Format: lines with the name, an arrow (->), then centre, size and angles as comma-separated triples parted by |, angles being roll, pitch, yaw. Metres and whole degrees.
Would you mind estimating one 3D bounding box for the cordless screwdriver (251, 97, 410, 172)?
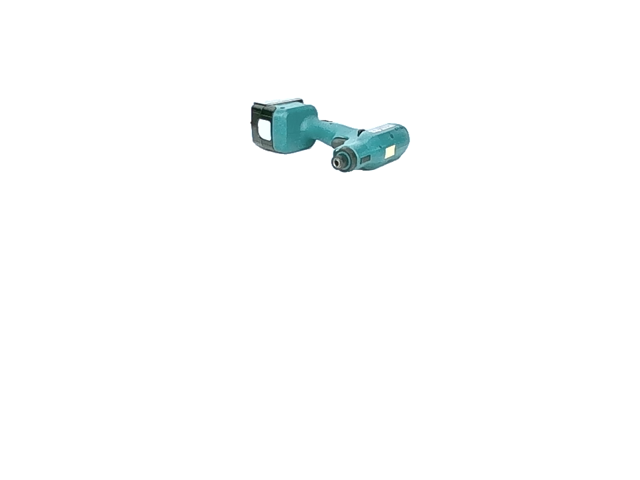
cordless screwdriver -> -0.008, -0.156, 0.638 | 0.250, 0.074, 0.158 | 22, 35, 33
